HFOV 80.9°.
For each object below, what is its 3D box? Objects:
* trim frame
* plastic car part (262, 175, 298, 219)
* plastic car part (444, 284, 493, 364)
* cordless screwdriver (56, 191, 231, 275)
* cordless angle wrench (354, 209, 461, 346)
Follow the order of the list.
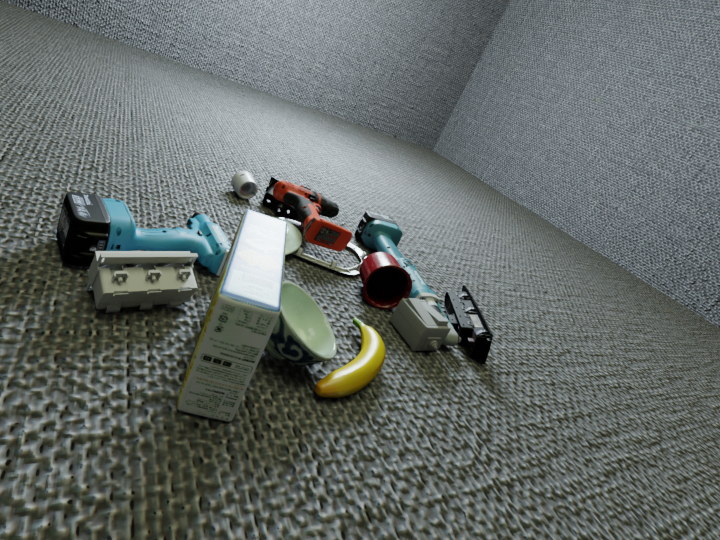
[{"bbox_3d":[-0.091,-0.059,0.927,0.247,0.027,0.187,19,24,-5],"label":"trim frame"},{"bbox_3d":[-0.189,-0.165,1.023,0.118,0.065,0.070,31,39,6],"label":"plastic car part"},{"bbox_3d":[0.205,0.097,0.842,0.068,0.064,0.206,-1,26,5],"label":"plastic car part"},{"bbox_3d":[-0.332,-0.065,0.669,0.236,0.074,0.168,8,29,-41],"label":"cordless screwdriver"},{"bbox_3d":[0.095,0.005,0.916,0.094,0.074,0.443,12,29,-27],"label":"cordless angle wrench"}]
